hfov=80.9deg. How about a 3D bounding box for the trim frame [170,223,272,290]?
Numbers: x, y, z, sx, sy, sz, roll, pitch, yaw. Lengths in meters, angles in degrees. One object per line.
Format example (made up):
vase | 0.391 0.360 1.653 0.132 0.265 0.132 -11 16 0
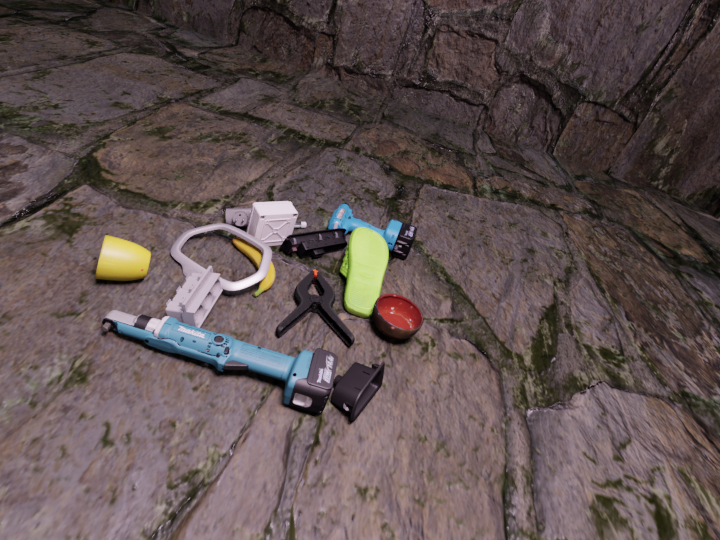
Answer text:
trim frame | -0.319 -0.035 0.972 0.258 0.027 0.182 27 47 20

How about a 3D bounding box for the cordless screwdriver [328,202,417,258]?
cordless screwdriver | 0.036 -0.129 1.244 0.251 0.073 0.160 17 35 4

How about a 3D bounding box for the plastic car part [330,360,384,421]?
plastic car part | -0.012 0.213 0.783 0.074 0.064 0.114 21 36 29

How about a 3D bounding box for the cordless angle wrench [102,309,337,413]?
cordless angle wrench | -0.256 0.143 0.759 0.424 0.073 0.099 16 36 2

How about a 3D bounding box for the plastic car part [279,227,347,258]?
plastic car part | -0.109 -0.071 1.111 0.195 0.066 0.070 -17 59 -39
